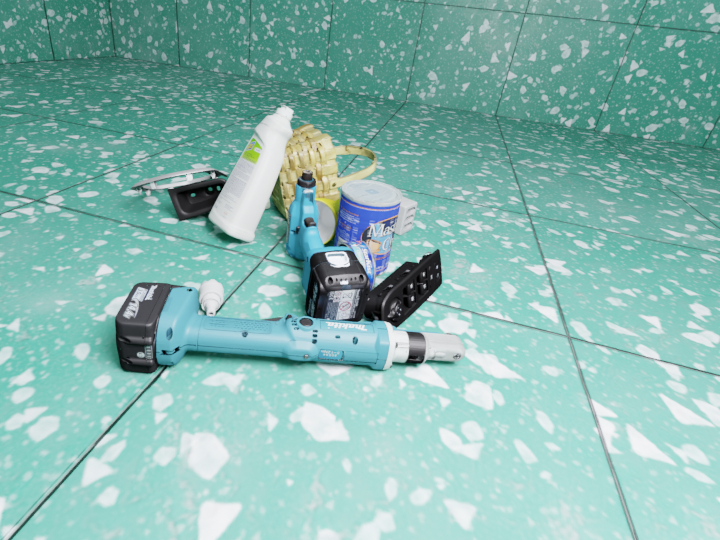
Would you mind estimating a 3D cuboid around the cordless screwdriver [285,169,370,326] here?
[{"bbox_3d":[-0.064,-0.042,0.652,0.072,0.156,0.261,-3,34,-22],"label":"cordless screwdriver"}]

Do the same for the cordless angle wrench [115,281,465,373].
[{"bbox_3d":[-0.073,0.084,0.528,0.418,0.073,0.101,6,30,-6],"label":"cordless angle wrench"}]

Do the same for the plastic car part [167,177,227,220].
[{"bbox_3d":[-0.315,-0.154,0.851,0.116,0.064,0.073,-17,25,-3],"label":"plastic car part"}]

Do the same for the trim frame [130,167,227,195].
[{"bbox_3d":[-0.365,-0.181,0.866,0.182,0.027,0.255,-16,10,-12],"label":"trim frame"}]

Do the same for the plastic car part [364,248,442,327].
[{"bbox_3d":[0.065,0.027,0.655,0.070,0.064,0.199,12,29,27],"label":"plastic car part"}]
